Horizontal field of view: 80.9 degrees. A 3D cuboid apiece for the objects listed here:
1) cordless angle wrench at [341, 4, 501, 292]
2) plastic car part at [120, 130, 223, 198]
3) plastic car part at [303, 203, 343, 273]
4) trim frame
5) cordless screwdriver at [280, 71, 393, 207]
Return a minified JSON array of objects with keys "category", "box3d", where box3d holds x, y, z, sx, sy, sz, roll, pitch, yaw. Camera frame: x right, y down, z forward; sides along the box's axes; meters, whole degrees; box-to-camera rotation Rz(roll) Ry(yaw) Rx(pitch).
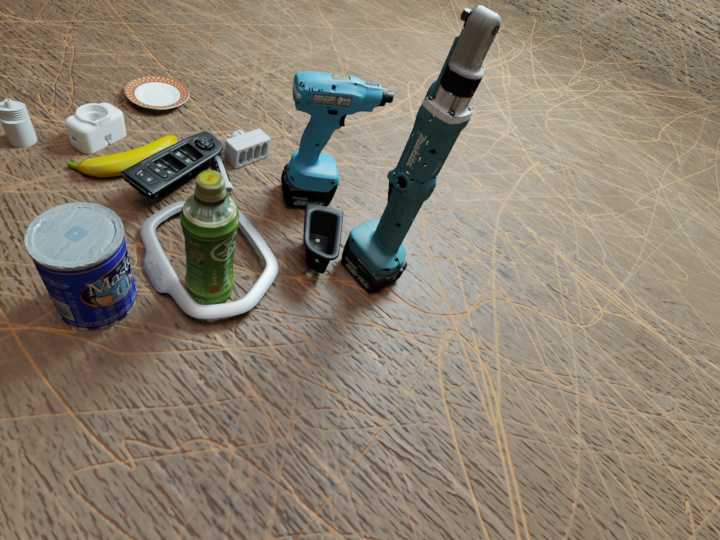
[{"category":"cordless angle wrench","box3d":[0.071,-0.126,0.568,0.072,0.417,0.102,-26,65,-34]},{"category":"plastic car part","box3d":[-0.319,-0.182,0.749,0.067,0.066,0.202,28,49,7]},{"category":"plastic car part","box3d":[-0.068,-0.044,0.694,0.065,0.070,0.120,10,49,-9]},{"category":"trim frame","box3d":[-0.240,-0.027,0.663,0.179,0.027,0.259,-25,61,-31]},{"category":"cordless screwdriver","box3d":[-0.051,-0.216,0.727,0.155,0.245,0.077,1,52,-18]}]
